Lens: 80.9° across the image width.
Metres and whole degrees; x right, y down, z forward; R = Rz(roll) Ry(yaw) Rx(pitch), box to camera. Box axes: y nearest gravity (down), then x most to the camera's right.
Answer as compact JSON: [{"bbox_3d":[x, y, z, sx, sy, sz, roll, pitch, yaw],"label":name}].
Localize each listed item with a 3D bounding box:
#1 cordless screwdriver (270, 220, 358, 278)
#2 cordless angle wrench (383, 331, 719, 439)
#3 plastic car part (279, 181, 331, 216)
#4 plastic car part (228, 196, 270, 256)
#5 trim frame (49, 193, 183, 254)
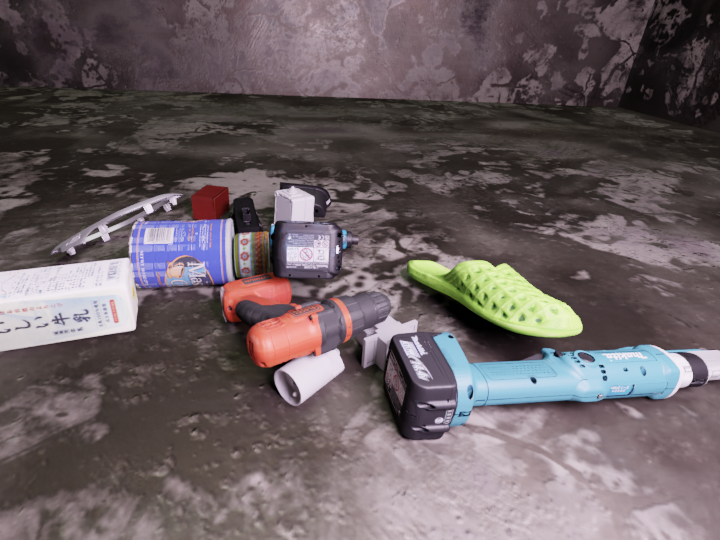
[{"bbox_3d":[-0.065,-0.042,0.663,0.157,0.074,0.253,1,8,-9],"label":"cordless screwdriver"},{"bbox_3d":[0.241,0.117,0.475,0.416,0.073,0.102,0,29,-10],"label":"cordless angle wrench"},{"bbox_3d":[-0.121,-0.143,0.916,0.116,0.064,0.073,6,44,-1],"label":"plastic car part"},{"bbox_3d":[-0.222,-0.090,0.811,0.065,0.065,0.212,-12,30,-13],"label":"plastic car part"},{"bbox_3d":[-0.399,-0.075,0.697,0.256,0.027,0.182,-16,15,26],"label":"trim frame"}]
